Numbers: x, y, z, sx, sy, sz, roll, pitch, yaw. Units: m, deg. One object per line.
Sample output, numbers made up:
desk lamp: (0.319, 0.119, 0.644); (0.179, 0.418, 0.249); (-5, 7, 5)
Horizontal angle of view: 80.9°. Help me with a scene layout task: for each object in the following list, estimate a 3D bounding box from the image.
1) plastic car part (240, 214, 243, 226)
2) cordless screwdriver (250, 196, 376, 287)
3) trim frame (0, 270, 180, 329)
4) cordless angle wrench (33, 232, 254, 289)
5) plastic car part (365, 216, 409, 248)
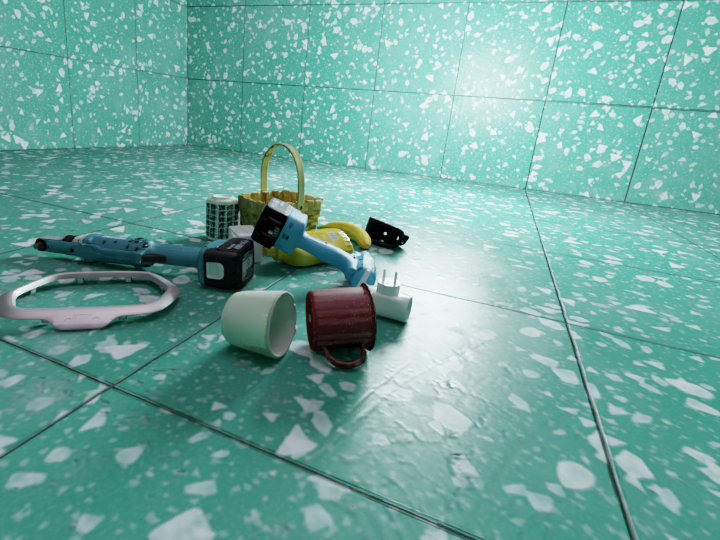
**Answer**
plastic car part: (-0.299, -0.142, 1.142); (0.063, 0.066, 0.215); (-1, 21, -43)
cordless screwdriver: (-0.081, -0.053, 0.827); (0.248, 0.074, 0.160); (28, 18, -3)
trim frame: (-0.407, 0.039, 0.648); (0.241, 0.027, 0.192); (0, 19, -20)
cordless angle wrench: (-0.411, -0.033, 0.789); (0.430, 0.073, 0.098); (6, 18, 9)
plastic car part: (0.075, -0.090, 1.099); (0.123, 0.066, 0.067); (24, 11, 35)
